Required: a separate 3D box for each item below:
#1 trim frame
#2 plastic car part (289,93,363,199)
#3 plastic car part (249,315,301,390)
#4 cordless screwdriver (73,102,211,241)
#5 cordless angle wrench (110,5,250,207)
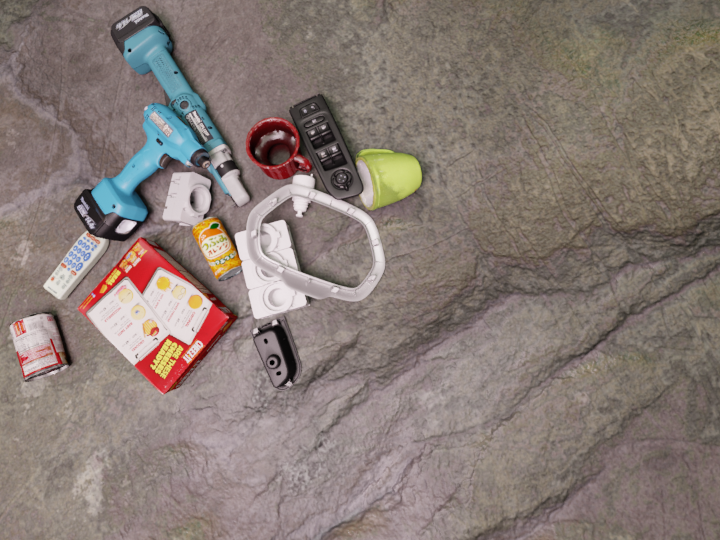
[{"bbox_3d":[-0.069,-0.045,0.707,0.242,0.028,0.186,22,70,-13],"label":"trim frame"},{"bbox_3d":[-0.059,-0.207,0.747,0.066,0.066,0.209,-23,73,-8],"label":"plastic car part"},{"bbox_3d":[-0.141,0.141,0.699,0.066,0.069,0.119,-24,78,1],"label":"plastic car part"},{"bbox_3d":[-0.374,-0.154,0.736,0.165,0.071,0.249,44,99,19],"label":"cordless screwdriver"},{"bbox_3d":[-0.323,-0.299,0.793,0.098,0.073,0.429,-33,81,-1],"label":"cordless angle wrench"}]
